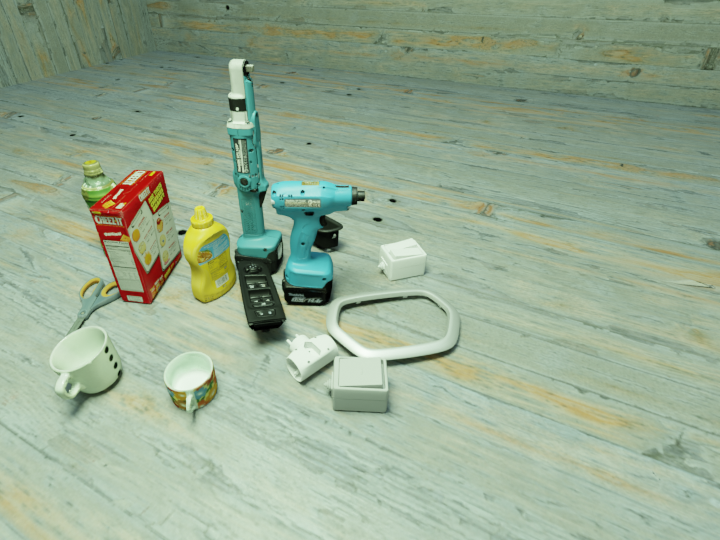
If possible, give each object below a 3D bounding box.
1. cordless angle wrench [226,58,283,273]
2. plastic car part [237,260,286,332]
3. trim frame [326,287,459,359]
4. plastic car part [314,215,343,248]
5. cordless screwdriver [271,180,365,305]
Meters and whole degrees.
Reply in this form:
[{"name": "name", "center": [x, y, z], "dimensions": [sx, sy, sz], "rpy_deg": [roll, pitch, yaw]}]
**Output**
[{"name": "cordless angle wrench", "center": [-0.212, -0.180, 0.812], "dimensions": [0.099, 0.410, 0.075], "rpy_deg": [8, 36, 7]}, {"name": "plastic car part", "center": [-0.191, 0.049, 0.796], "dimensions": [0.065, 0.065, 0.213], "rpy_deg": [-11, 38, -16]}, {"name": "trim frame", "center": [0.060, 0.089, 0.769], "dimensions": [0.245, 0.027, 0.193], "rpy_deg": [-9, 38, -10]}, {"name": "plastic car part", "center": [-0.094, -0.086, 0.968], "dimensions": [0.064, 0.069, 0.123], "rpy_deg": [-30, 46, -35]}, {"name": "cordless screwdriver", "center": [-0.076, -0.050, 0.778], "dimensions": [0.159, 0.241, 0.076], "rpy_deg": [2, 36, 0]}]
